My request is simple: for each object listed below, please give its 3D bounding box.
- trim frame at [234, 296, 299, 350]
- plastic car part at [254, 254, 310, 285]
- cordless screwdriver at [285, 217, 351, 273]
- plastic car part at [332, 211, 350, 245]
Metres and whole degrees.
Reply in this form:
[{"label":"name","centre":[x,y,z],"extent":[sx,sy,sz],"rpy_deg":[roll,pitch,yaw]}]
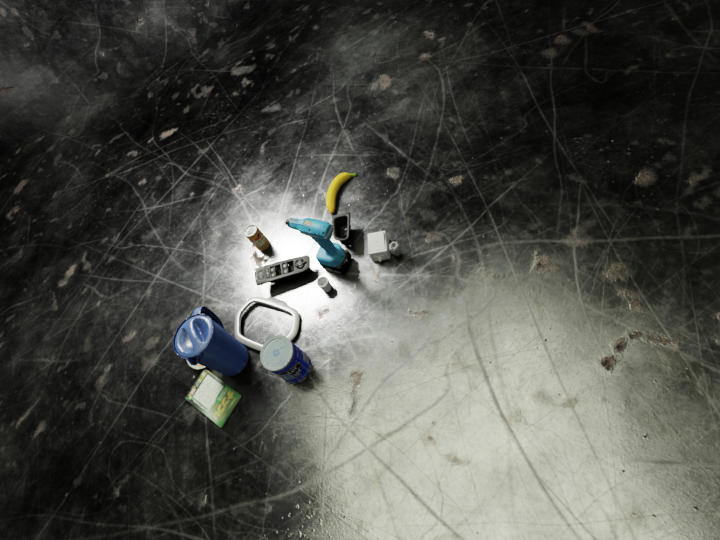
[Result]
[{"label":"trim frame","centre":[-0.313,0.173,1.400],"extent":[0.260,0.026,0.185],"rpy_deg":[12,66,28]},{"label":"plastic car part","centre":[-0.261,0.005,1.457],"extent":[0.206,0.063,0.069],"rpy_deg":[-18,56,12]},{"label":"cordless screwdriver","centre":[-0.132,-0.086,1.352],"extent":[0.167,0.236,0.074],"rpy_deg":[16,67,28]},{"label":"plastic car part","centre":[-0.057,-0.132,1.453],"extent":[0.067,0.067,0.120],"rpy_deg":[-11,57,15]}]
